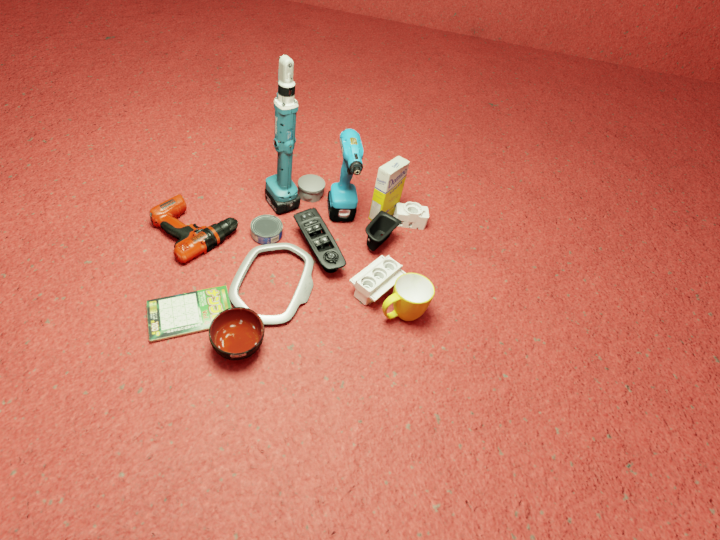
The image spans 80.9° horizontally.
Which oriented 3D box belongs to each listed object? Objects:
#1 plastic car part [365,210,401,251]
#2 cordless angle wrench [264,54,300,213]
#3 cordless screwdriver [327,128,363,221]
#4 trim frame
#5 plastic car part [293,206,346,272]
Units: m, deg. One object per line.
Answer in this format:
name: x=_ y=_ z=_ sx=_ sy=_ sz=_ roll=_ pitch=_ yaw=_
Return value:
plastic car part: x=0.048 y=-0.095 z=1.121 sx=0.068 sy=0.069 sz=0.115 roll=30 pitch=51 yaw=16
cordless angle wrench: x=-0.193 y=-0.327 z=1.069 sx=0.072 sy=0.413 sz=0.103 roll=-21 pitch=57 yaw=-28
cordless screwdriver: x=-0.035 y=-0.227 z=1.113 sx=0.073 sy=0.243 sz=0.165 roll=1 pitch=49 yaw=-12
trim frame: x=-0.206 y=0.024 z=1.011 sx=0.186 sy=0.027 sz=0.252 roll=13 pitch=48 yaw=5
plastic car part: x=-0.106 y=-0.069 z=1.081 sx=0.064 sy=0.065 sz=0.213 roll=-17 pitch=52 yaw=-23
